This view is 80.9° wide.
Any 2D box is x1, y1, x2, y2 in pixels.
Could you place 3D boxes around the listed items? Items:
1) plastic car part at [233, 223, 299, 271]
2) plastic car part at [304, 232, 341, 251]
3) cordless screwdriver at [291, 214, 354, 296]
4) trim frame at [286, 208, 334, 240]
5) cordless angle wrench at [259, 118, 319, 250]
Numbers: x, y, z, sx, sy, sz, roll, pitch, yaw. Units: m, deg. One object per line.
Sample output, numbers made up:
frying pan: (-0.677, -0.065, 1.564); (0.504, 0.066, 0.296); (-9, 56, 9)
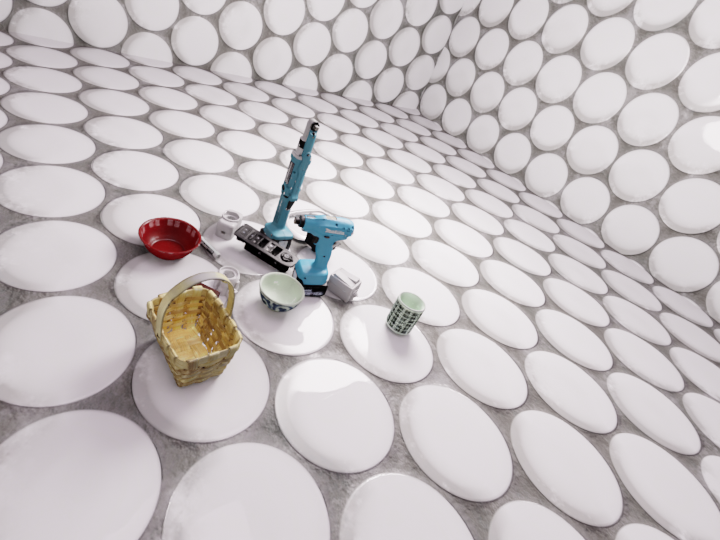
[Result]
plastic car part: (-0.277, -0.056, 1.237); (0.207, 0.066, 0.066); (28, 33, 9)
plastic car part: (-0.133, -0.087, 1.359); (0.121, 0.070, 0.064); (37, 35, 21)
cordless screwdriver: (-0.131, -0.043, 1.138); (0.153, 0.246, 0.078); (8, 37, -24)
trim frame: (-0.162, -0.157, 1.481); (0.238, 0.027, 0.194); (-11, 45, -40)
cordless angle wrench: (-0.198, -0.235, 1.214); (0.071, 0.419, 0.103); (-3, 43, -37)
